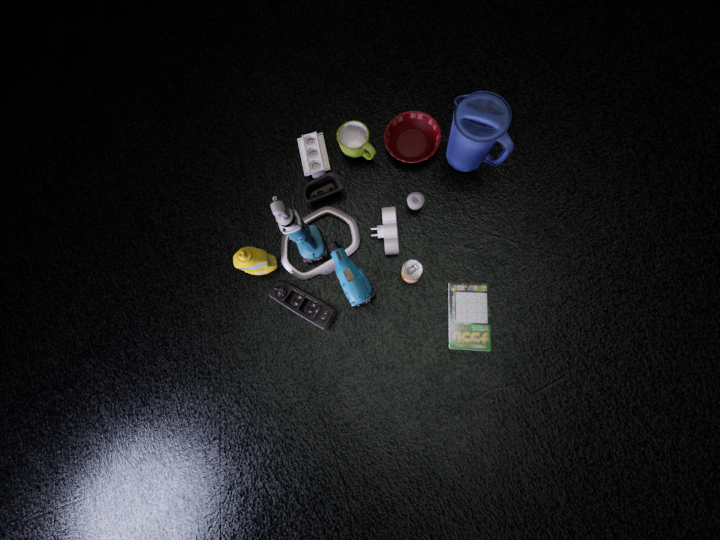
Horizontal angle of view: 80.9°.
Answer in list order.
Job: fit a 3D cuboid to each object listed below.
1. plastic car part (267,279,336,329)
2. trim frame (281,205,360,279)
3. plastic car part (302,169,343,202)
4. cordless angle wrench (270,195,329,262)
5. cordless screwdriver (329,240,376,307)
[{"bbox_3d":[-0.165,0.091,1.192,0.208,0.065,0.066,28,85,13],"label":"plastic car part"},{"bbox_3d":[-0.121,-0.079,1.239,0.249,0.027,0.189,-32,76,2],"label":"trim frame"},{"bbox_3d":[-0.113,-0.236,1.247,0.117,0.069,0.067,-24,79,3],"label":"plastic car part"},{"bbox_3d":[-0.152,-0.097,1.049,0.075,0.414,0.100,-20,81,1],"label":"cordless angle wrench"},{"bbox_3d":[-0.024,0.016,1.093,0.074,0.243,0.162,-26,80,0],"label":"cordless screwdriver"}]
